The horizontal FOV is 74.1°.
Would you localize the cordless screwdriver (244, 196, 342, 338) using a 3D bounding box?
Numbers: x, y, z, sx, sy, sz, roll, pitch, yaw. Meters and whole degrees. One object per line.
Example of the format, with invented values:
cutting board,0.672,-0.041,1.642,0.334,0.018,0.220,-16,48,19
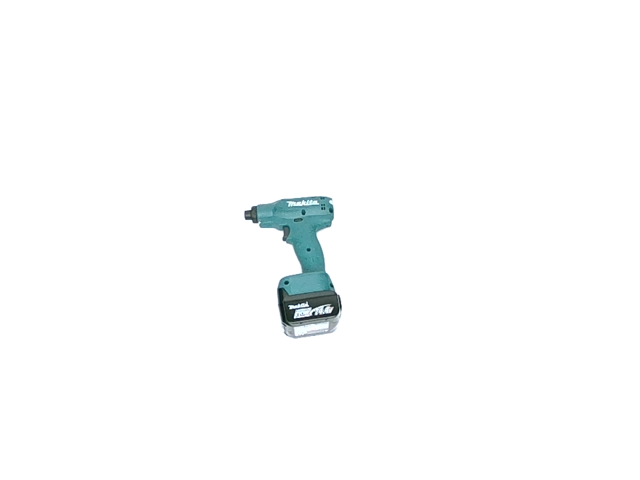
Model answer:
cordless screwdriver,-0.048,0.034,0.712,0.159,0.248,0.074,-4,-31,-2
